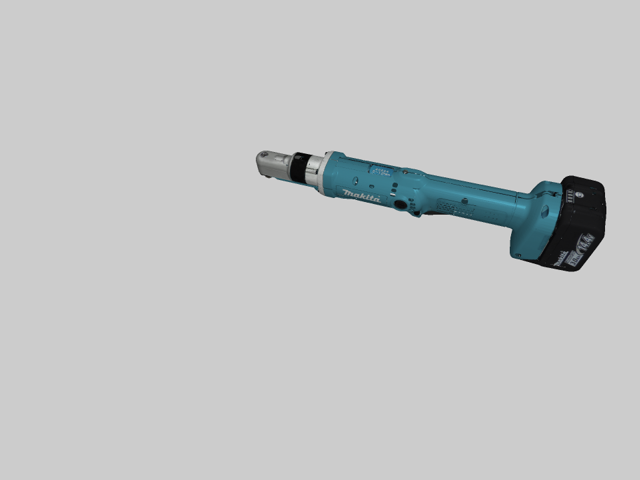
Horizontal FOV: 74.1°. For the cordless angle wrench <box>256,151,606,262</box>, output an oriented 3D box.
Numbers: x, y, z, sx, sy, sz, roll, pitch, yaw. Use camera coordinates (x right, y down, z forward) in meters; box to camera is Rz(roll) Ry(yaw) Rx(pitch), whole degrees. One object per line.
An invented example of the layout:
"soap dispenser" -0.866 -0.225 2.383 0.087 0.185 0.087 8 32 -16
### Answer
"cordless angle wrench" 0.109 -0.061 0.534 0.423 0.074 0.098 15 -34 16
